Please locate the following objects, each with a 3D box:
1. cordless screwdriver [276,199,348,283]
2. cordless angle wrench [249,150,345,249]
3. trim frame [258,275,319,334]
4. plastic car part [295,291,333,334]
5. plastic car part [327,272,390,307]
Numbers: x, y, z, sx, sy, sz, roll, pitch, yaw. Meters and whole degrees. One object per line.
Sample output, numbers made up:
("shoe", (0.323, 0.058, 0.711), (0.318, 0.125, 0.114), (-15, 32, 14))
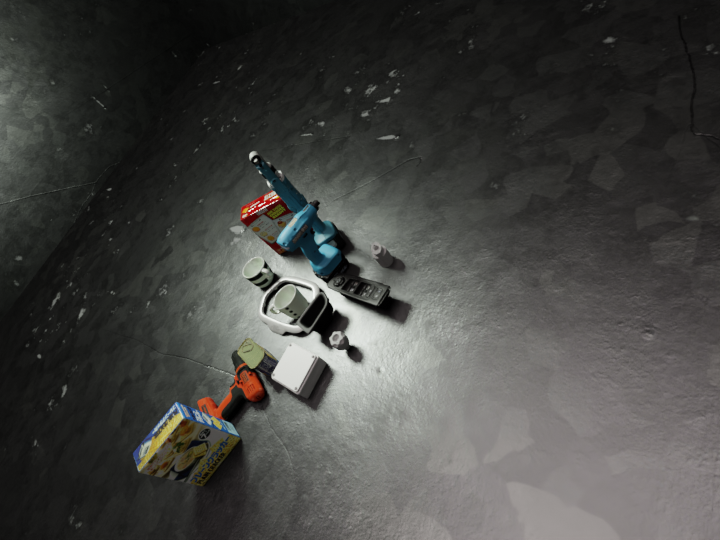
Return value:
("cordless screwdriver", (-0.118, -0.077, 1.207), (0.079, 0.235, 0.159), (26, 76, 43))
("cordless angle wrench", (-0.182, -0.193, 1.218), (0.075, 0.399, 0.103), (-35, 45, 7))
("trim frame", (-0.220, 0.104, 1.294), (0.262, 0.026, 0.185), (11, 66, 39))
("plastic car part", (-0.113, 0.126, 1.177), (0.070, 0.067, 0.116), (28, 77, 43))
("plastic car part", (-0.003, 0.055, 1.154), (0.214, 0.063, 0.066), (18, 70, 41))
